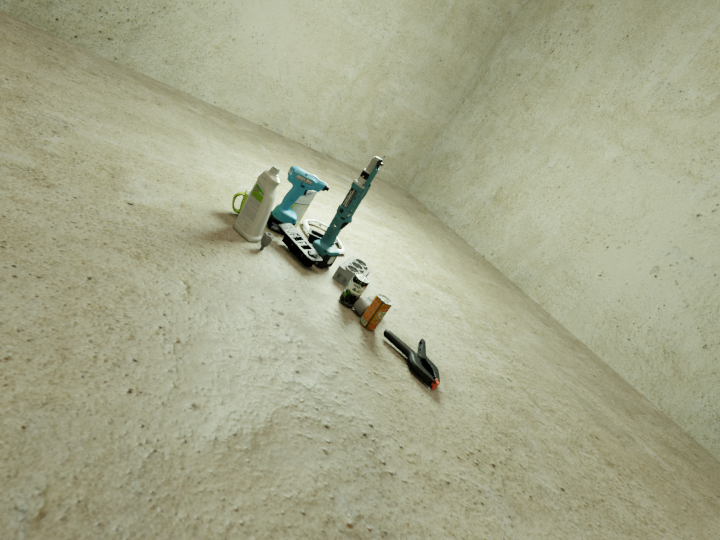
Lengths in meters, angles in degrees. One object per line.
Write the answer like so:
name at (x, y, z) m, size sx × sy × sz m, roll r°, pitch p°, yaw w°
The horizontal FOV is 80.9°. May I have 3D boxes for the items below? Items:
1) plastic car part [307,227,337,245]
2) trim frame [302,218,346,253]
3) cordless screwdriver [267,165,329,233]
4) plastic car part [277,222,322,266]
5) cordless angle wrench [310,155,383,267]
plastic car part at (-0.153, -0.100, 1.568) m, size 0.115 × 0.071 × 0.067 m, roll 28°, pitch 21°, yaw -7°
trim frame at (-0.148, -0.141, 1.729) m, size 0.175 × 0.027 × 0.262 m, roll 14°, pitch 26°, yaw -35°
cordless screwdriver at (-0.232, -0.244, 1.544) m, size 0.153 × 0.248 × 0.077 m, roll 23°, pitch 22°, yaw -22°
plastic car part at (-0.215, -0.082, 1.451) m, size 0.213 × 0.067 × 0.063 m, roll 42°, pitch 23°, yaw 28°
cordless angle wrench at (-0.049, -0.198, 1.435) m, size 0.103 × 0.422 × 0.071 m, roll 43°, pitch 23°, yaw 26°
